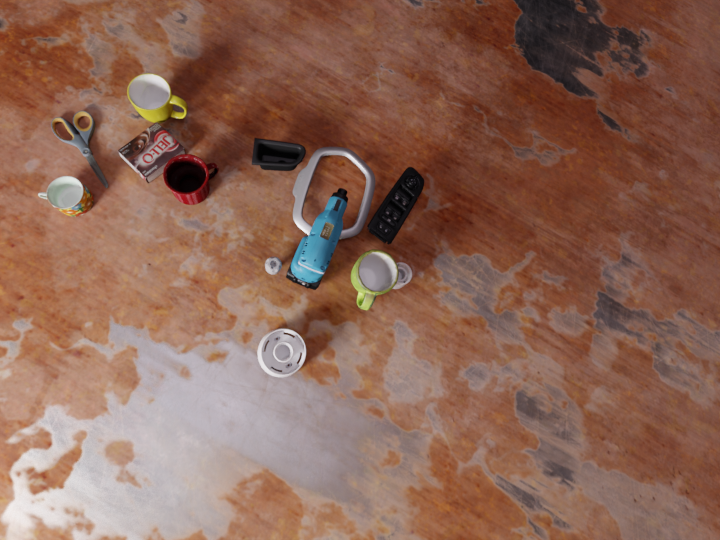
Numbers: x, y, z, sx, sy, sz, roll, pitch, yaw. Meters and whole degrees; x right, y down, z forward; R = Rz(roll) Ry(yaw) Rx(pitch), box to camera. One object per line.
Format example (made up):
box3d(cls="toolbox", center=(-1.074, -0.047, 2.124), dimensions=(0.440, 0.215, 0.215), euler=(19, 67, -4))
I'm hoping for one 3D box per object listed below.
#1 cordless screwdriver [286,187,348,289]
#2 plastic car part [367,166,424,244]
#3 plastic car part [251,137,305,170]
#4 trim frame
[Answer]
box3d(cls="cordless screwdriver", center=(-0.082, -0.053, 0.834), dimensions=(0.074, 0.249, 0.160), euler=(23, 73, -8))
box3d(cls="plastic car part", center=(0.083, -0.150, 0.981), dimensions=(0.066, 0.067, 0.203), euler=(33, 72, -2))
box3d(cls="plastic car part", center=(-0.187, -0.254, 0.966), dimensions=(0.115, 0.071, 0.067), euler=(5, 76, -9))
box3d(cls="trim frame", center=(-0.063, -0.181, 0.988), dimensions=(0.183, 0.027, 0.251), euler=(17, 73, -4))
